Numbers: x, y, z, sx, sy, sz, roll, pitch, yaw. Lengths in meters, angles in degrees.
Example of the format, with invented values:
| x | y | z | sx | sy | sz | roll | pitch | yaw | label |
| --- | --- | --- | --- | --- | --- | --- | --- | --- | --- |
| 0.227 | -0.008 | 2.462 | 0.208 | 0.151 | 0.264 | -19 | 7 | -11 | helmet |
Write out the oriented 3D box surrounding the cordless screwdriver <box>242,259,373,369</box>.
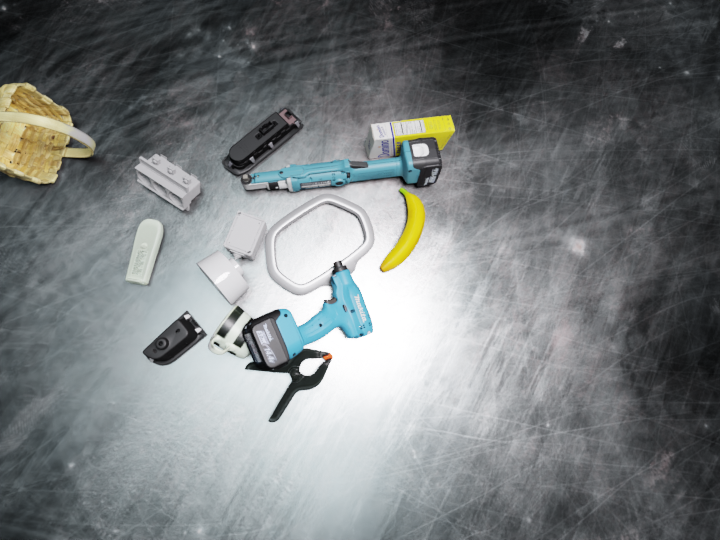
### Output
| x | y | z | sx | sy | sz | roll | pitch | yaw | label |
| --- | --- | --- | --- | --- | --- | --- | --- | --- | --- |
| -0.101 | 0.082 | 0.807 | 0.241 | 0.076 | 0.161 | -17 | 82 | -29 | cordless screwdriver |

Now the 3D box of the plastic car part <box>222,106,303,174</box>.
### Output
| x | y | z | sx | sy | sz | roll | pitch | yaw | label |
| --- | --- | --- | --- | --- | --- | --- | --- | --- | --- |
| -0.218 | -0.290 | 0.937 | 0.202 | 0.067 | 0.066 | -44 | 91 | -8 | plastic car part |

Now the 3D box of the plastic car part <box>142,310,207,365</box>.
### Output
| x | y | z | sx | sy | sz | roll | pitch | yaw | label |
| --- | --- | --- | --- | --- | --- | --- | --- | --- | --- |
| -0.370 | 0.138 | 0.821 | 0.116 | 0.070 | 0.067 | -42 | 83 | -14 | plastic car part |

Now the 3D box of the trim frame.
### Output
| x | y | z | sx | sy | sz | roll | pitch | yaw | label |
| --- | --- | --- | --- | --- | --- | --- | --- | --- | --- |
| -0.088 | -0.058 | 0.900 | 0.246 | 0.027 | 0.188 | -35 | 79 | -11 | trim frame |

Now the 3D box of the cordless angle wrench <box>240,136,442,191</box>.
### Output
| x | y | z | sx | sy | sz | roll | pitch | yaw | label |
| --- | --- | --- | --- | --- | --- | --- | --- | --- | --- |
| -0.047 | -0.212 | 0.912 | 0.424 | 0.095 | 0.076 | -6 | 71 | 1 | cordless angle wrench |
